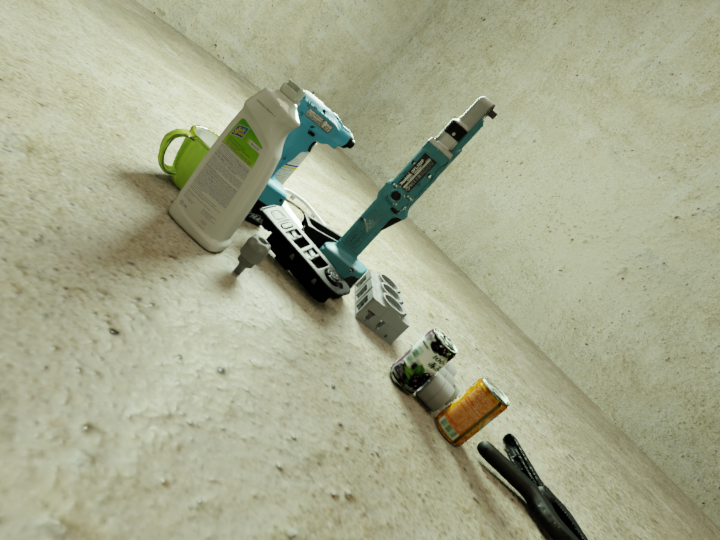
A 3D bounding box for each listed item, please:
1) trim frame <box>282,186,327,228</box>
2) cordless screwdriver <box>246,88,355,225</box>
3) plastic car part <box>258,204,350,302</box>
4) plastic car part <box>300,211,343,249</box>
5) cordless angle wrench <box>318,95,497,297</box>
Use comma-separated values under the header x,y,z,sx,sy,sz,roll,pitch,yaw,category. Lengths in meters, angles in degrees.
x,y,z,sx,sy,sz,roll,pitch,yaw,category
-0.126,-0.118,1.002,0.261,0.028,0.174,50,18,30,trim frame
-0.131,-0.194,0.781,0.150,0.250,0.078,27,23,-44,cordless screwdriver
-0.103,-0.021,0.718,0.207,0.067,0.065,44,16,9,plastic car part
-0.083,-0.054,0.850,0.111,0.071,0.069,33,18,-28,plastic car part
0.066,-0.127,0.740,0.100,0.425,0.073,45,16,7,cordless angle wrench
